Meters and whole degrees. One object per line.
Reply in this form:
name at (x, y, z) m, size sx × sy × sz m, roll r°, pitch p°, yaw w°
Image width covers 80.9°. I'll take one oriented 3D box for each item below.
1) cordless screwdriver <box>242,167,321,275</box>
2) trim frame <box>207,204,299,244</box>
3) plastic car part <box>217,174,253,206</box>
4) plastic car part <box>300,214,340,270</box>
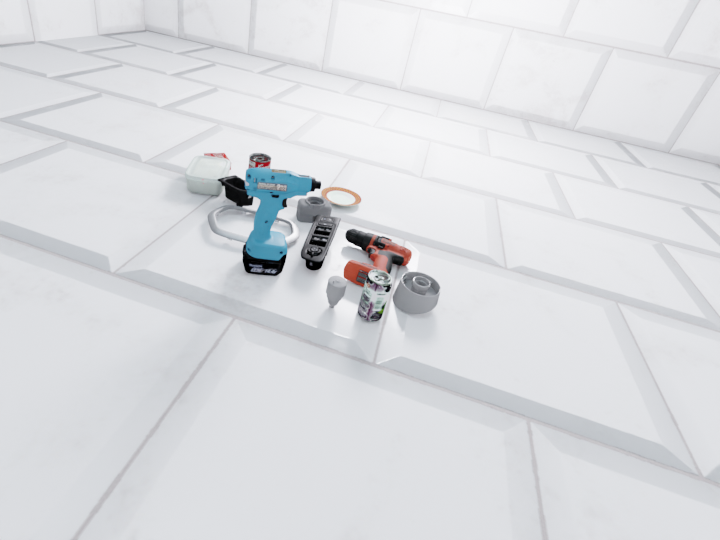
cordless screwdriver at (-0.181, -0.106, 0.935) m, size 0.156 × 0.244 × 0.077 m, roll 4°, pitch 35°, yaw -15°
trim frame at (-0.282, -0.118, 1.116) m, size 0.250 × 0.027 × 0.187 m, roll 12°, pitch 34°, yaw 1°
plastic car part at (-0.347, -0.218, 1.205) m, size 0.122 × 0.069 × 0.064 m, roll 33°, pitch 39°, yaw 28°
plastic car part at (-0.104, -0.068, 1.059) m, size 0.067 × 0.066 × 0.205 m, roll 14°, pitch 34°, yaw 1°
